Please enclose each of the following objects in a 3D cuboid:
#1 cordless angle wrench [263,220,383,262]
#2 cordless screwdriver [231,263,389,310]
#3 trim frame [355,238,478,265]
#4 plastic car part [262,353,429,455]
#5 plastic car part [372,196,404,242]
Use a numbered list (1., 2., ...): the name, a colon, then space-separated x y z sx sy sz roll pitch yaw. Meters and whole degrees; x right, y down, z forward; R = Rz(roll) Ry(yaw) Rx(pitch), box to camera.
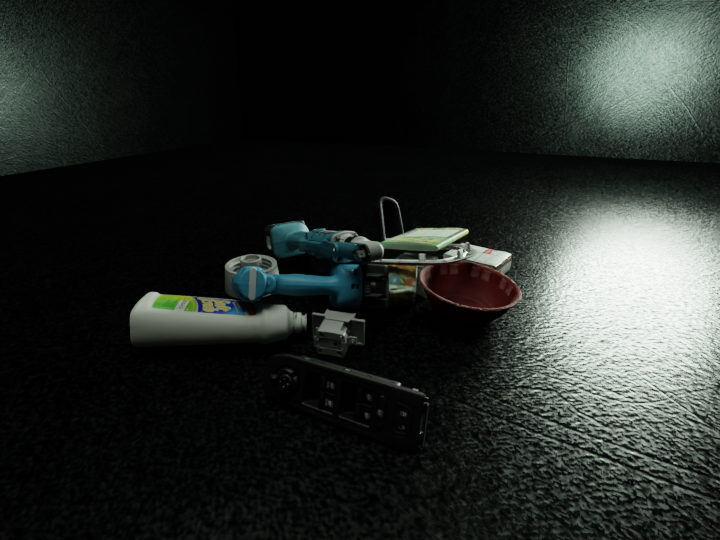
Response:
1. cordless angle wrench: -0.077 -0.051 0.792 0.095 0.073 0.441 -12 12 -26
2. cordless screwdriver: -0.087 0.024 0.701 0.243 0.074 0.163 2 -2 -16
3. trim frame: 0.085 -0.038 0.778 0.257 0.027 0.181 0 13 19
4. plastic car part: -0.021 0.139 0.495 0.211 0.065 0.065 9 14 22
5. plastic car part: 0.058 -0.121 1.049 0.064 0.117 0.073 -9 -1 -29
